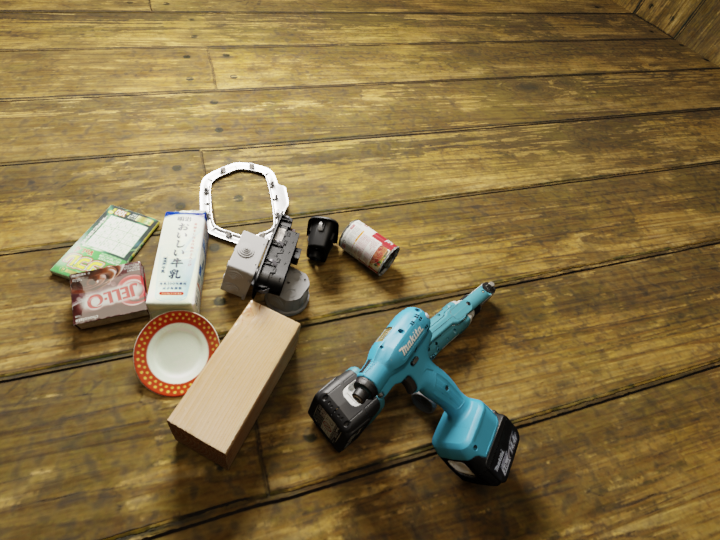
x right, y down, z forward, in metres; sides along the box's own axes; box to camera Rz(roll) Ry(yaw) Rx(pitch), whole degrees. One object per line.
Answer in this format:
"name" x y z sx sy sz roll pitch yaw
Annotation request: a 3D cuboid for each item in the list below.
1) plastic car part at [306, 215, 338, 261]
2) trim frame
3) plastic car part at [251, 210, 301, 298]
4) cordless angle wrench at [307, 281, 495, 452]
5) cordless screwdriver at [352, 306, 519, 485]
"plastic car part" -0.078 -0.051 0.803 0.066 0.115 0.071 15 75 -1
"trim frame" -0.248 -0.152 0.904 0.180 0.027 0.259 -5 51 -14
"plastic car part" -0.141 -0.021 0.729 0.066 0.066 0.206 23 35 -7
"cordless angle wrench" 0.100 0.126 0.700 0.412 0.096 0.077 -31 64 -33
"cordless screwdriver" 0.100 0.190 0.579 0.246 0.076 0.157 51 53 -6
